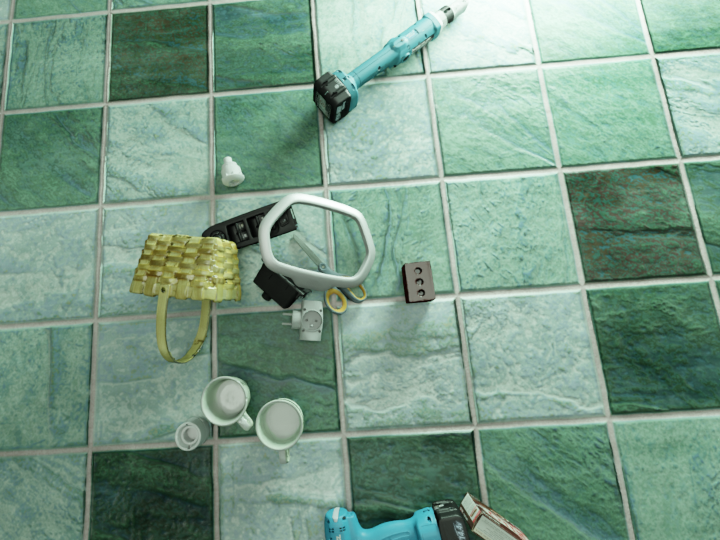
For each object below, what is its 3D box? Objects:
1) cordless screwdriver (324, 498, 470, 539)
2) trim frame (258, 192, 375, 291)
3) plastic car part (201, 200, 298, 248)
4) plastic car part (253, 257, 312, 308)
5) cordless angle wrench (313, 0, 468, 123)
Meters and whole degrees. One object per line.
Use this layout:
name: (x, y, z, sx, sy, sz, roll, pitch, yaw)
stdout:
cordless screwdriver: (0.067, 0.498, 0.738, 0.250, 0.073, 0.161, -9, 79, 4)
trim frame: (-0.082, -0.054, 0.838, 0.240, 0.028, 0.186, 12, 78, -21)
plastic car part: (-0.231, -0.086, 0.873, 0.203, 0.068, 0.065, -19, 99, 2)
plastic car part: (-0.167, 0.034, 0.855, 0.119, 0.064, 0.071, 35, 96, 11)
cordless angle wrench: (0.081, -0.485, 0.934, 0.420, 0.097, 0.075, -39, 86, -9)
